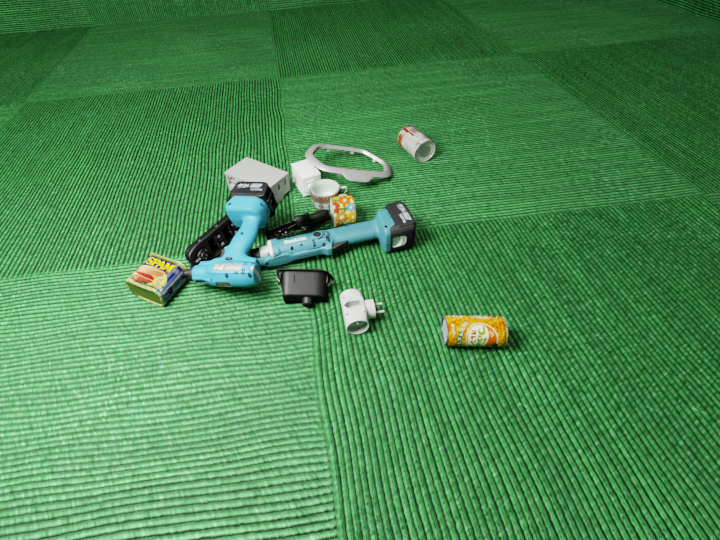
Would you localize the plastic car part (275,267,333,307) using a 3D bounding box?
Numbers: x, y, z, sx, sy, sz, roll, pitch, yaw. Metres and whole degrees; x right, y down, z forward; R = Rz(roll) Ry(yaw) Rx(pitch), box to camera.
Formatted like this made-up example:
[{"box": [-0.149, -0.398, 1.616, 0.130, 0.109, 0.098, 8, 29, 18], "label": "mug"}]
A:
[{"box": [-0.113, 0.038, 0.853, 0.117, 0.064, 0.073, 3, 60, 1], "label": "plastic car part"}]

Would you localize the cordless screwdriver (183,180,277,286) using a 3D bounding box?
[{"box": [-0.272, -0.077, 0.905, 0.163, 0.071, 0.254, -2, 56, 12], "label": "cordless screwdriver"}]

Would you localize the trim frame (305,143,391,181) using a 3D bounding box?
[{"box": [-0.032, -0.296, 1.154, 0.240, 0.027, 0.193, 1, 38, -23], "label": "trim frame"}]

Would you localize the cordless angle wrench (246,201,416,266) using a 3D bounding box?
[{"box": [-0.092, -0.060, 0.939, 0.419, 0.071, 0.102, -13, 47, -6], "label": "cordless angle wrench"}]

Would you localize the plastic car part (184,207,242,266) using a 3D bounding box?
[{"box": [-0.331, -0.078, 0.976, 0.070, 0.063, 0.202, 11, 46, 26], "label": "plastic car part"}]
